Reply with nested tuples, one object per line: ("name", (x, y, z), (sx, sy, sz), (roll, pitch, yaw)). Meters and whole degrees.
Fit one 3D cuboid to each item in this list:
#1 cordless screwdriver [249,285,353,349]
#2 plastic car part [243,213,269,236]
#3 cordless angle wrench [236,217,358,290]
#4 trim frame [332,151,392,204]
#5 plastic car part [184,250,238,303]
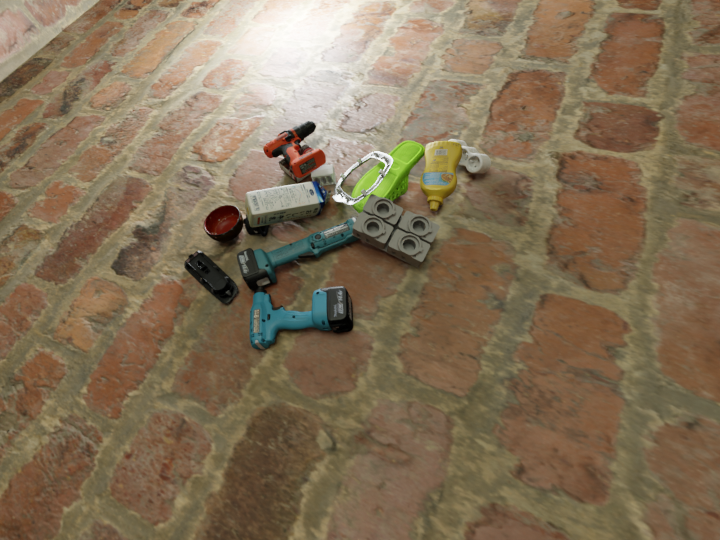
("cordless screwdriver", (-0.146, 0.089, 1.010), (0.252, 0.071, 0.165), (-13, 56, 9))
("plastic car part", (-0.301, -0.152, 1.211), (0.073, 0.062, 0.119), (-6, 60, 25))
("cordless angle wrench", (-0.108, -0.071, 1.105), (0.421, 0.071, 0.102), (-22, 58, -4))
("trim frame", (-0.002, -0.252, 1.144), (0.184, 0.026, 0.259), (-45, 30, 6))
("plastic car part", (-0.403, 0.008, 1.130), (0.213, 0.065, 0.065), (37, 64, 27))
